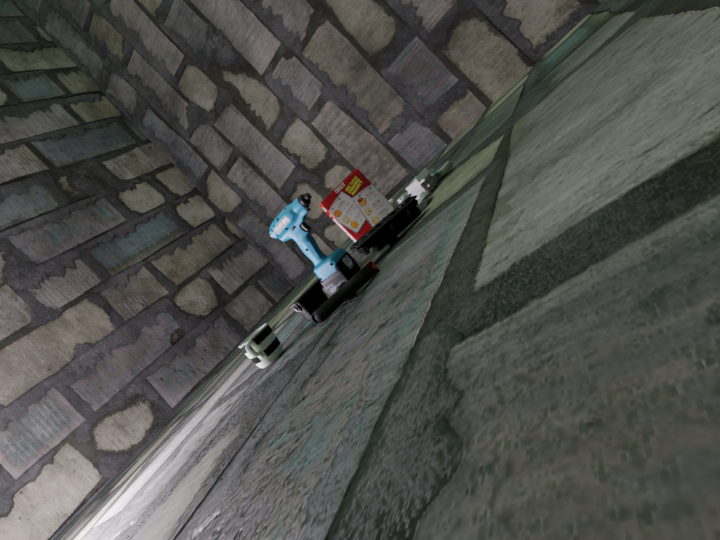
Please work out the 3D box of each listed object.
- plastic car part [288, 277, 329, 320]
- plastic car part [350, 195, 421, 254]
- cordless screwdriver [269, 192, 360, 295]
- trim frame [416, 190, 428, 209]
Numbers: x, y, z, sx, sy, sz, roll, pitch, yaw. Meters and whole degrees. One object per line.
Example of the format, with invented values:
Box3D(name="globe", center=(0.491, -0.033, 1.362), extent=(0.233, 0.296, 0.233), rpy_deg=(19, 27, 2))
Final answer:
Box3D(name="plastic car part", center=(-0.110, 0.078, 0.959), extent=(0.067, 0.071, 0.116), rpy_deg=(-43, 5, 27))
Box3D(name="plastic car part", center=(0.071, -0.101, 0.991), extent=(0.202, 0.067, 0.067), rpy_deg=(-46, 3, -11))
Box3D(name="cordless screwdriver", center=(-0.103, -0.067, 1.055), extent=(0.161, 0.249, 0.073), rpy_deg=(-43, 1, 38))
Box3D(name="trim frame", center=(0.106, -0.136, 1.175), extent=(0.252, 0.027, 0.182), rpy_deg=(-37, 9, 49))
